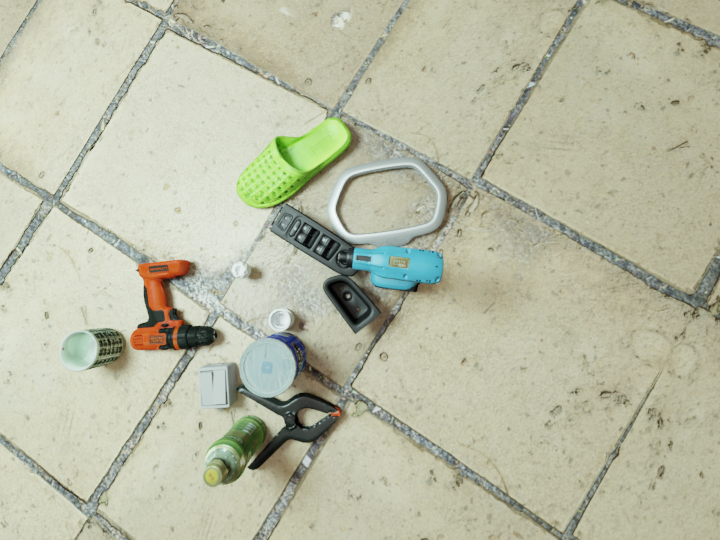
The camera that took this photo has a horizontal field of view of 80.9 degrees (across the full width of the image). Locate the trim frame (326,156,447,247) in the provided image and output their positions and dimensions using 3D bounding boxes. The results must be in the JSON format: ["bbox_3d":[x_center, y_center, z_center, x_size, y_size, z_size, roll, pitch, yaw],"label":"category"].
[{"bbox_3d":[0.053,-0.140,0.881,0.250,0.027,0.186,-9,82,5],"label":"trim frame"}]

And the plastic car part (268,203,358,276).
[{"bbox_3d":[-0.085,-0.055,0.866,0.206,0.066,0.066,32,87,8],"label":"plastic car part"}]

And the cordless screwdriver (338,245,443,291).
[{"bbox_3d":[0.046,-0.007,0.755,0.161,0.246,0.074,7,86,3],"label":"cordless screwdriver"}]

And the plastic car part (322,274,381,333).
[{"bbox_3d":[-0.021,0.058,0.843,0.066,0.070,0.118,-39,82,-1],"label":"plastic car part"}]
